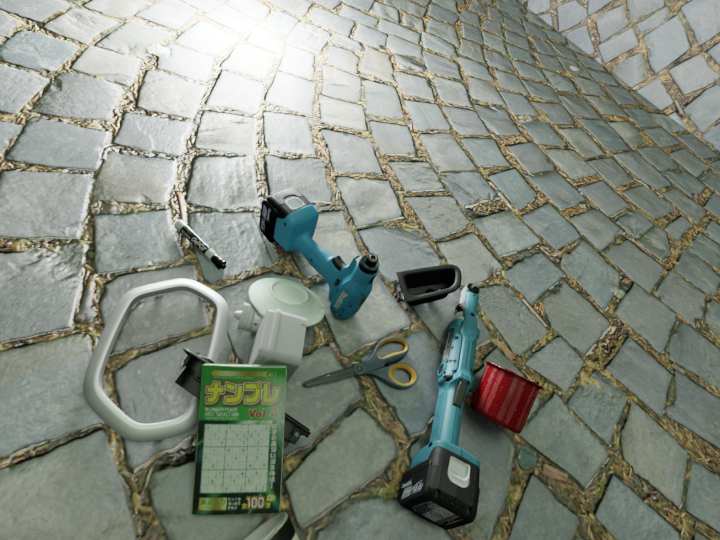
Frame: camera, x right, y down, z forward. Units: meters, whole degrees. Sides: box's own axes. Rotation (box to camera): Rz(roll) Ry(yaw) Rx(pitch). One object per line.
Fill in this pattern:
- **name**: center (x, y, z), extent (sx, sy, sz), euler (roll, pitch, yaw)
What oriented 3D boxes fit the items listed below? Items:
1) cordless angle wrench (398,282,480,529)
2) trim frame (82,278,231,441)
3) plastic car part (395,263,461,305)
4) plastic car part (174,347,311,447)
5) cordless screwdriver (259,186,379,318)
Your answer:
- **cordless angle wrench**: center (0.157, 0.175, 0.694), extent (0.074, 0.097, 0.425), euler (27, 46, -3)
- **trim frame**: center (-0.283, 0.117, 0.614), extent (0.181, 0.027, 0.255), euler (11, 50, -11)
- **plastic car part**: center (0.127, 0.035, 0.793), extent (0.115, 0.069, 0.068), euler (-9, 59, -7)
- **plastic car part**: center (-0.168, 0.179, 0.571), extent (0.202, 0.067, 0.067), euler (39, 71, -1)
- **cordless screwdriver**: center (-0.071, -0.047, 0.728), extent (0.072, 0.158, 0.258), euler (-27, 66, -36)
